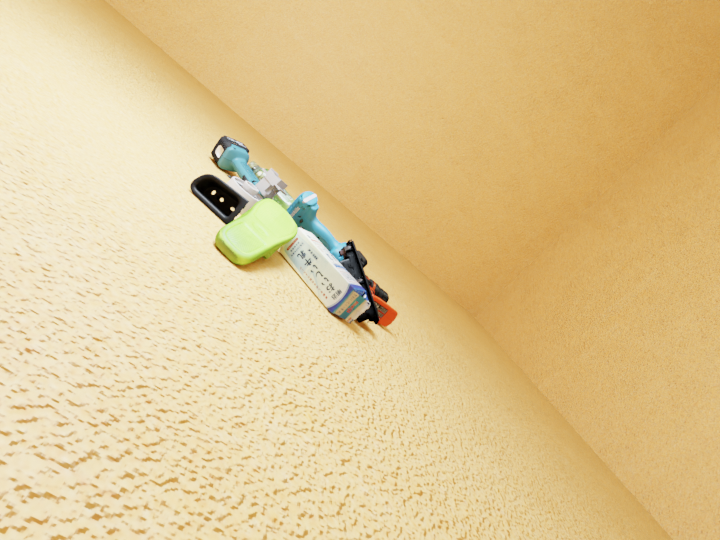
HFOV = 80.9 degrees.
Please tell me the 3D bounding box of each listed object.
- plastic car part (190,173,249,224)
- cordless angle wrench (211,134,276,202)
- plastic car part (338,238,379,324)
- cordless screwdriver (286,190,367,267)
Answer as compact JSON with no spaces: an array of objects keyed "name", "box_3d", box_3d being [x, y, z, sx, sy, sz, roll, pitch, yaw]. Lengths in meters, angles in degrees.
[{"name":"plastic car part","box_3d":[-0.293,-0.151,0.888,0.118,0.066,0.070,40,-5,4]},{"name":"cordless angle wrench","box_3d":[-0.279,-0.211,1.141,0.093,0.075,0.444,13,33,-53]},{"name":"plastic car part","box_3d":[-0.010,0.034,0.977,0.205,0.066,0.067,67,-20,7]},{"name":"cordless screwdriver","box_3d":[-0.107,-0.070,1.098,0.073,0.162,0.250,-35,86,-42]}]
